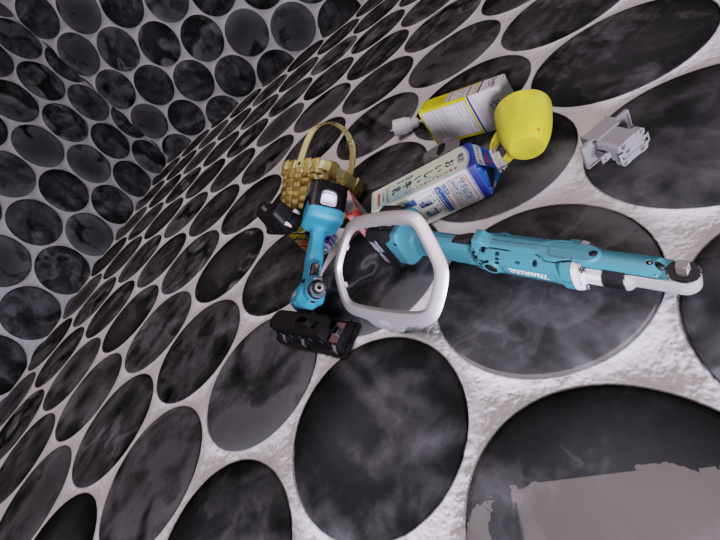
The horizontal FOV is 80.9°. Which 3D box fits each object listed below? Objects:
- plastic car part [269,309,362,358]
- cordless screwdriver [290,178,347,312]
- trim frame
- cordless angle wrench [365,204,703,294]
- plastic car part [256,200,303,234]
[{"bbox_3d":[-0.097,0.104,0.750,0.212,0.063,0.067,-3,58,48],"label":"plastic car part"},{"bbox_3d":[-0.076,-0.050,0.781,0.160,0.073,0.252,138,142,-68],"label":"cordless screwdriver"},{"bbox_3d":[0.036,0.001,0.651,0.260,0.026,0.184,-1,90,50],"label":"trim frame"},{"bbox_3d":[0.186,-0.026,0.575,0.446,0.093,0.074,14,64,48],"label":"cordless angle wrench"},{"bbox_3d":[-0.191,-0.122,0.931,0.122,0.067,0.066,4,56,46],"label":"plastic car part"}]
